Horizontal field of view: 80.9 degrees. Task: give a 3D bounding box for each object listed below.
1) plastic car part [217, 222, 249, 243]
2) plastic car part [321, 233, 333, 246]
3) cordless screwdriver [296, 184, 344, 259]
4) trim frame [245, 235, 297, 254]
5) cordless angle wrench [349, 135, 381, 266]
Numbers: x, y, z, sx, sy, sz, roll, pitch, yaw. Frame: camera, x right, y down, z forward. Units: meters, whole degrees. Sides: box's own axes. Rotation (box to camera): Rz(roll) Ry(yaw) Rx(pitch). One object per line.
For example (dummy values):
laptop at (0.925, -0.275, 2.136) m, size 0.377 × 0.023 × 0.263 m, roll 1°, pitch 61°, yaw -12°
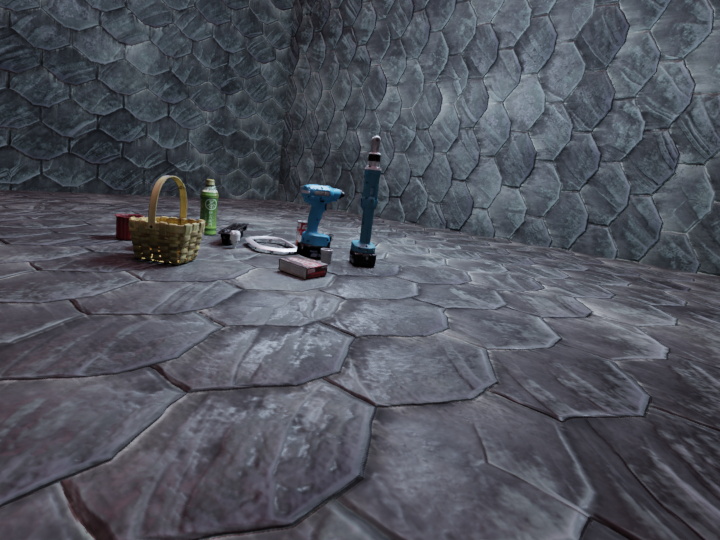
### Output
plastic car part at (-0.478, -0.137, 1.578) m, size 0.067 × 0.066 × 0.203 m, roll 7°, pitch 12°, yaw 1°
plastic car part at (-0.151, -0.099, 1.546) m, size 0.112 × 0.070 × 0.069 m, roll 0°, pitch 12°, yaw -29°
cordless screwdriver at (-0.133, -0.165, 1.441) m, size 0.152 × 0.246 × 0.078 m, roll -1°, pitch 12°, yaw -36°
trim frame at (-0.319, -0.094, 1.546) m, size 0.177 × 0.027 × 0.261 m, roll -1°, pitch 14°, yaw -30°
cordless angle wrench at (0.028, -0.226, 1.390) m, size 0.073 × 0.419 × 0.101 m, roll 5°, pitch 10°, yaw -12°
